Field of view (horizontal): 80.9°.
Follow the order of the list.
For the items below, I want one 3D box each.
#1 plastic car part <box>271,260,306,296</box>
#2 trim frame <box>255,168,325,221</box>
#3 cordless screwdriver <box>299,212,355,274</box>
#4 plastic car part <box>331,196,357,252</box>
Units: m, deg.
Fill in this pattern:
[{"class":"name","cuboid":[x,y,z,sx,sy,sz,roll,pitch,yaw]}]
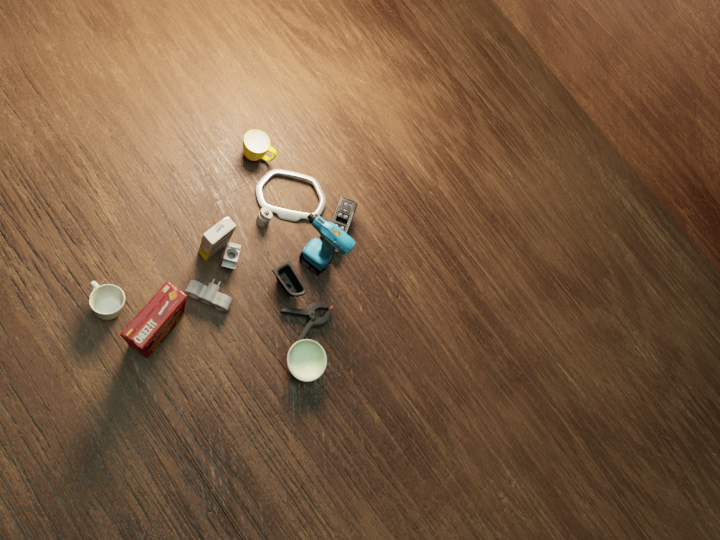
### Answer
[{"class":"plastic car part","cuboid":[-0.226,0.039,1.326,0.064,0.072,0.118,-31,84,-28]},{"class":"trim frame","cuboid":[-0.239,-0.259,1.459,0.241,0.028,0.188,9,68,-16]},{"class":"cordless screwdriver","cuboid":[-0.128,-0.084,1.307,0.158,0.252,0.074,40,62,-6]},{"class":"plastic car part","cuboid":[-0.076,-0.151,1.454,0.065,0.068,0.205,23,65,-14]}]
